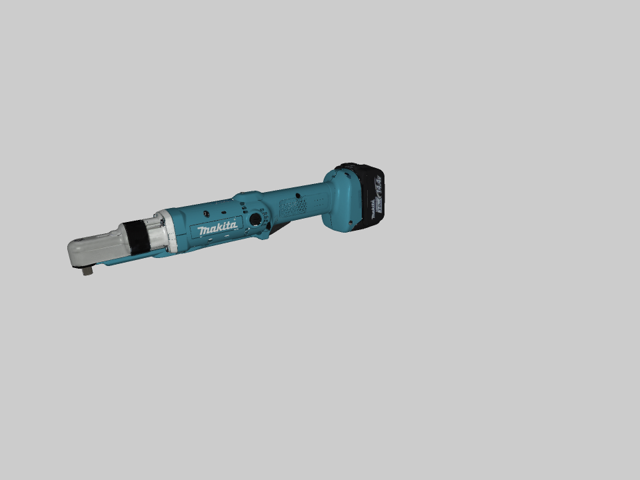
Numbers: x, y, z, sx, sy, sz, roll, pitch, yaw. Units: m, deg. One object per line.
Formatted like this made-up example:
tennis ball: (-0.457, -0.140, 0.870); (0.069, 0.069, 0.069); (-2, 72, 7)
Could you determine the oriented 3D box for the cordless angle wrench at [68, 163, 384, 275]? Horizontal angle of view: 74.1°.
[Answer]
cordless angle wrench: (-0.096, -0.031, 0.565); (0.422, 0.098, 0.074); (-14, 22, -31)
